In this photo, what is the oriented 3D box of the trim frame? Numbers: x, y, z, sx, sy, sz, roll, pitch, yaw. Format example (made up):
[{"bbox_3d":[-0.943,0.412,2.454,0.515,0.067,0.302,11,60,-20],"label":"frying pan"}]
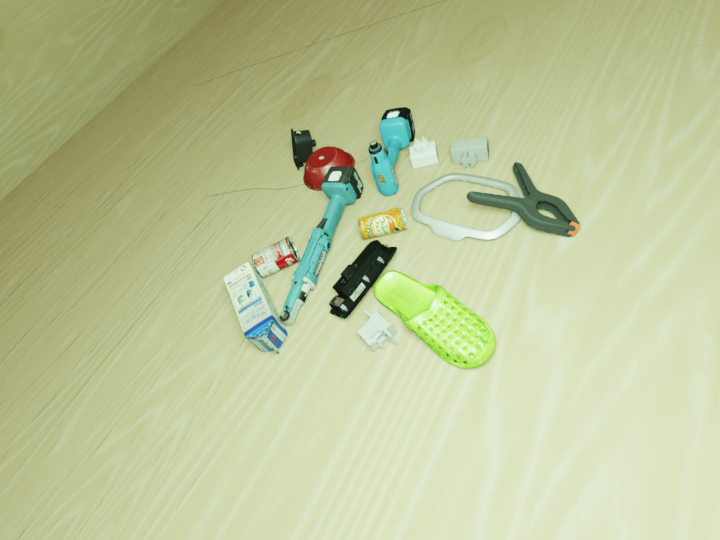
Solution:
[{"bbox_3d":[0.233,-0.146,0.952,0.262,0.026,0.183,22,66,34],"label":"trim frame"}]

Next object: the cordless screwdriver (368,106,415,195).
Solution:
[{"bbox_3d":[0.075,-0.330,1.083,0.077,0.151,0.252,-1,53,23],"label":"cordless screwdriver"}]

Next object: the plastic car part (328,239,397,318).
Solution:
[{"bbox_3d":[-0.002,0.007,0.920,0.201,0.065,0.069,-47,20,-19],"label":"plastic car part"}]

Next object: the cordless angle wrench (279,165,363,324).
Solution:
[{"bbox_3d":[-0.099,-0.065,1.016,0.078,0.093,0.427,6,62,28],"label":"cordless angle wrench"}]

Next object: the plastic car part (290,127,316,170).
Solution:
[{"bbox_3d":[-0.169,-0.371,1.270,0.069,0.113,0.069,-11,47,-16],"label":"plastic car part"}]
